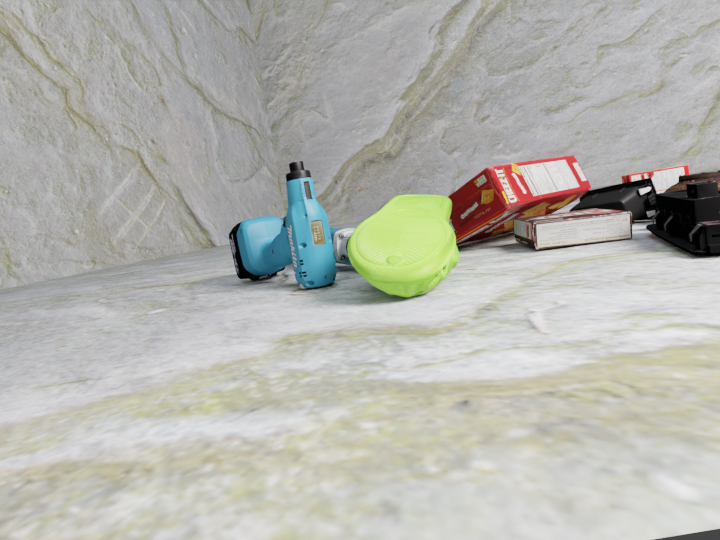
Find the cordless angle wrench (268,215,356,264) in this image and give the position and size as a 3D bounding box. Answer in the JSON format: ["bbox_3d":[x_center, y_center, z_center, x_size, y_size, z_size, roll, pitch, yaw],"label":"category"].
[{"bbox_3d":[-0.072,-0.047,0.739,0.072,0.097,0.442,-8,10,-29],"label":"cordless angle wrench"}]

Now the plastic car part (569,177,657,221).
[{"bbox_3d":[0.387,-0.094,0.663,0.069,0.065,0.121,-28,12,-26],"label":"plastic car part"}]

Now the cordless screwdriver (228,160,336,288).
[{"bbox_3d":[-0.123,-0.059,0.621,0.072,0.158,0.259,-12,5,-32],"label":"cordless screwdriver"}]

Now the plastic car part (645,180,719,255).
[{"bbox_3d":[0.344,-0.057,0.433,0.068,0.067,0.197,-14,2,24],"label":"plastic car part"}]
